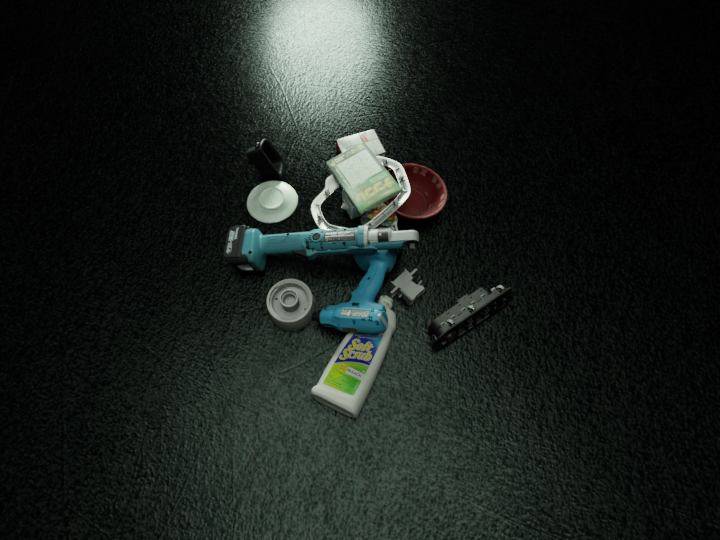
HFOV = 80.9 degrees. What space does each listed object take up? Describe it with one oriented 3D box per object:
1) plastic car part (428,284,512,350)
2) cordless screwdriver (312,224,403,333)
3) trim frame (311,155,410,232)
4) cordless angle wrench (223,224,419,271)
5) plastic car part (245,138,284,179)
[{"bbox_3d":[0.222,0.090,0.886,0.201,0.064,0.070,-35,59,-14],"label":"plastic car part"},{"bbox_3d":[-0.002,0.018,0.908,0.166,0.070,0.252,-1,52,27],"label":"cordless screwdriver"},{"bbox_3d":[-0.001,-0.176,0.980,0.247,0.026,0.194,-42,59,-9],"label":"trim frame"},{"bbox_3d":[-0.089,-0.059,0.915,0.434,0.071,0.100,-3,64,17],"label":"cordless angle wrench"},{"bbox_3d":[-0.251,-0.284,1.082,0.073,0.110,0.068,-11,60,21],"label":"plastic car part"}]
